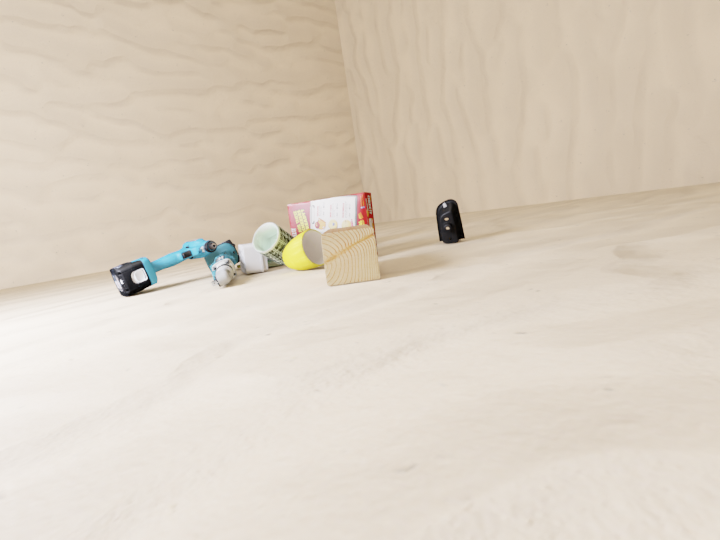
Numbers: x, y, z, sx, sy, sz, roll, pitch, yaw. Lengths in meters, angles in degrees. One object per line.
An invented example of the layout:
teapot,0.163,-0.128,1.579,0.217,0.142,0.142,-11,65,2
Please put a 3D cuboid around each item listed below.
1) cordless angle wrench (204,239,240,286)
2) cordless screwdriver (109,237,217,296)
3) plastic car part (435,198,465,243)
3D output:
cordless angle wrench,-0.354,-0.014,1.091,0.097,0.073,0.437,-29,16,-12
cordless screwdriver,-0.493,-0.020,1.078,0.166,0.073,0.242,-4,22,46
plastic car part,0.226,-0.116,1.083,0.068,0.112,0.071,-7,29,19
